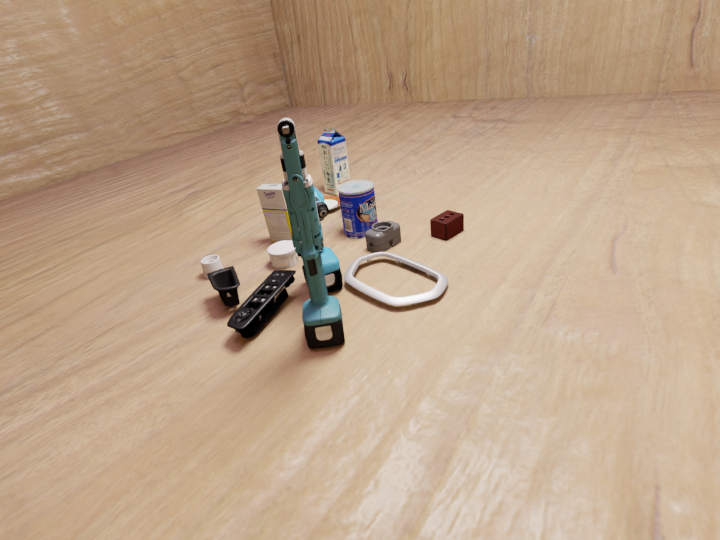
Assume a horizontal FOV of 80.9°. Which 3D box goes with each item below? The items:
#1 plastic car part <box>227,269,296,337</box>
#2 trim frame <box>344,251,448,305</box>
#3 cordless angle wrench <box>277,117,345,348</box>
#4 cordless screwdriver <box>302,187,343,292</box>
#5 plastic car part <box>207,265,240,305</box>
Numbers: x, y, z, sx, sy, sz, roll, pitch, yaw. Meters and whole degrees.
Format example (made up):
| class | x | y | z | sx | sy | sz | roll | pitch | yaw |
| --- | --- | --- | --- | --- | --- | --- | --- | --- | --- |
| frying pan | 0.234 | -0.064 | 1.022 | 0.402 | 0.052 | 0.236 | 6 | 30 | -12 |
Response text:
| class | x | y | z | sx | sy | sz | roll | pitch | yaw |
| --- | --- | --- | --- | --- | --- | --- | --- | --- | --- |
| plastic car part | -0.209 | 0.073 | 0.909 | 0.069 | 0.065 | 0.201 | 6 | 33 | 25 |
| trim frame | 0.076 | 0.014 | 0.962 | 0.180 | 0.027 | 0.263 | -30 | 35 | -32 |
| cordless angle wrench | -0.093 | -0.054 | 0.744 | 0.074 | 0.410 | 0.101 | -8 | 27 | -1 |
| cordless screwdriver | -0.090 | -0.059 | 0.925 | 0.073 | 0.241 | 0.167 | -16 | 29 | -16 |
| plastic car part | -0.309 | 0.046 | 0.984 | 0.065 | 0.069 | 0.123 | -19 | 30 | -18 |
